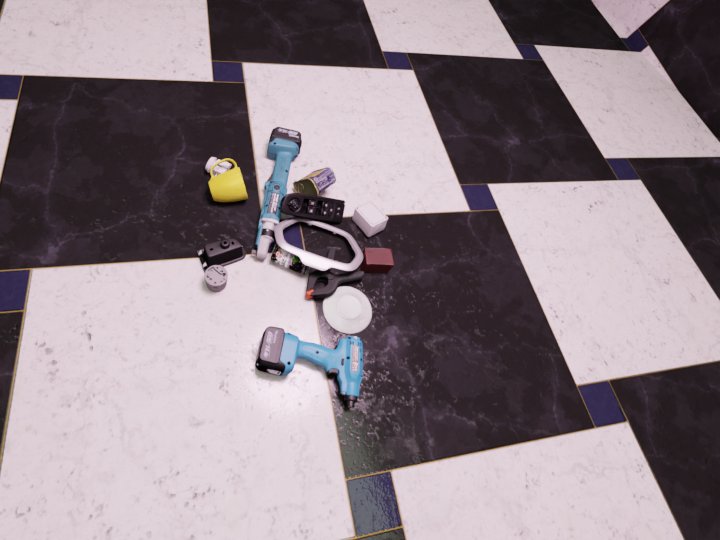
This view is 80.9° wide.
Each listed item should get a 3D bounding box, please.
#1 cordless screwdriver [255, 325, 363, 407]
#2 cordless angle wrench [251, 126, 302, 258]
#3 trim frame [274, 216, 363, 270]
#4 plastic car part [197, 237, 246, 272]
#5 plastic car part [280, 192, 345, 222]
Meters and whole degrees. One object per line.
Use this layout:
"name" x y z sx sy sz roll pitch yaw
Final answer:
"cordless screwdriver" -0.114 0.219 0.970 0.244 0.074 0.163 10 60 -12
"cordless angle wrench" -0.241 -0.221 1.195 0.097 0.074 0.432 10 62 -9
"trim frame" -0.110 -0.072 1.122 0.245 0.027 0.188 19 37 -8
"plastic car part" -0.351 -0.051 1.072 0.114 0.070 0.068 -20 70 -20
"plastic car part" -0.138 -0.179 1.170 0.193 0.066 0.071 1 21 -41
